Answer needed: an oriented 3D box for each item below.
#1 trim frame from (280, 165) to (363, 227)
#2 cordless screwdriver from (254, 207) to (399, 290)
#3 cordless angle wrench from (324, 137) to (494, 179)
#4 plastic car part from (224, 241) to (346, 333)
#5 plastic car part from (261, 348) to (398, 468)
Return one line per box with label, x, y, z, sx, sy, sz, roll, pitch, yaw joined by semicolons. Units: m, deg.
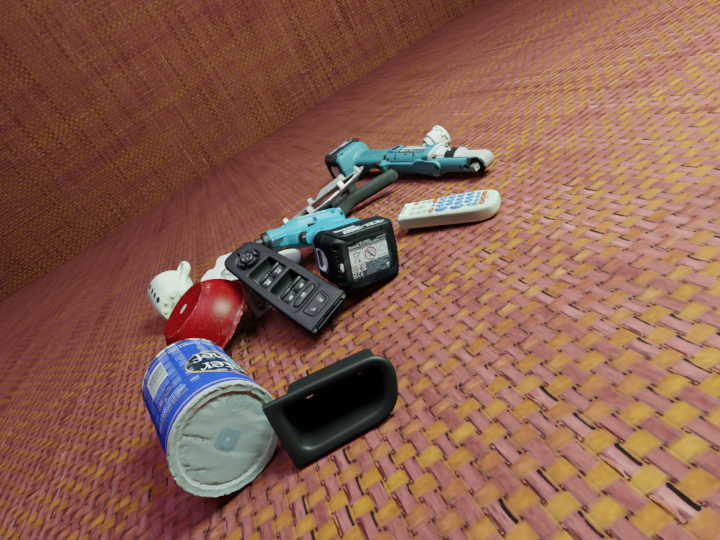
trim frame;-0.092;-0.133;0.843;0.254;0.027;0.183;-31;17;36
cordless screwdriver;-0.061;-0.040;0.626;0.156;0.072;0.260;-18;20;-18
cordless angle wrench;0.077;-0.214;0.823;0.097;0.071;0.445;-40;30;-19
plastic car part;-0.106;0.020;0.582;0.214;0.064;0.066;29;76;32
plastic car part;-0.024;0.113;0.393;0.116;0.065;0.072;-29;11;-2
